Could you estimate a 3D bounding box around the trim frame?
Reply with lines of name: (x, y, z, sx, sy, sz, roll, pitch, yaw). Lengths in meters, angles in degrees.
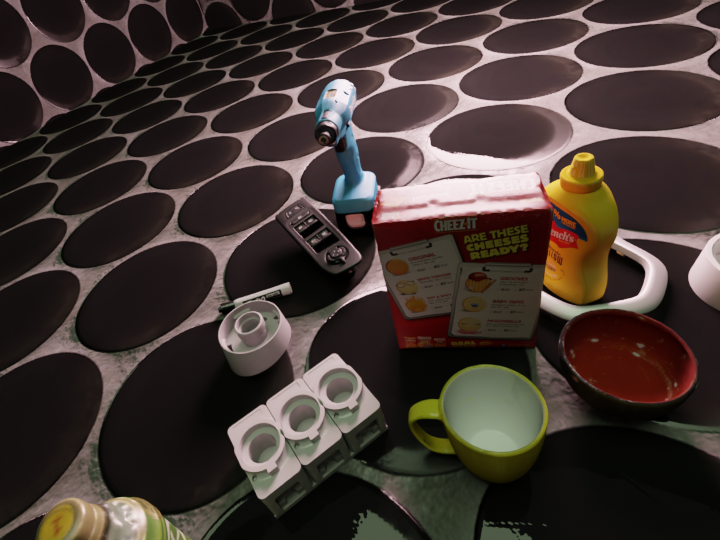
trim frame: (0.271, -0.019, 0.580, 0.182, 0.026, 0.263, -34, 44, -17)

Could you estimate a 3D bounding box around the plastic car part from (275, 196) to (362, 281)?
plastic car part: (-0.069, -0.045, 0.701, 0.065, 0.064, 0.215, -31, 43, -16)

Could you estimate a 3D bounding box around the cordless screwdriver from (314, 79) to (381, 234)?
cordless screwdriver: (-0.021, -0.158, 0.675, 0.076, 0.238, 0.162, -4, 42, 13)
